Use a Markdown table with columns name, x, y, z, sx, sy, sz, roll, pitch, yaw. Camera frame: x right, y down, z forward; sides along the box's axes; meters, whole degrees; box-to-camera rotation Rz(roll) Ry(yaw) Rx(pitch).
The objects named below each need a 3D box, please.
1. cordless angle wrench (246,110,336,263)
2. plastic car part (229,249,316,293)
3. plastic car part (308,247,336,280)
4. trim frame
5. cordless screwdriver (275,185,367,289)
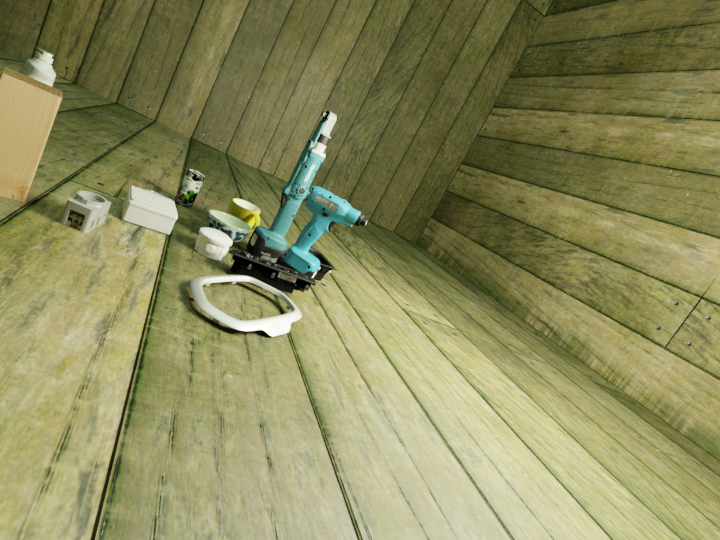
| name | x | y | z | sx | sy | sz | roll | pitch | yaw |
| --- | --- | --- | --- | --- | --- | --- | --- | --- | --- |
| cordless angle wrench | -0.168 | -0.216 | 1.111 | 0.093 | 0.422 | 0.078 | 20 | 14 | -37 |
| plastic car part | -0.205 | 0.007 | 0.950 | 0.199 | 0.067 | 0.068 | 25 | 12 | -11 |
| plastic car part | -0.130 | -0.012 | 1.183 | 0.062 | 0.071 | 0.123 | 20 | 14 | -36 |
| trim frame | -0.213 | 0.061 | 0.800 | 0.192 | 0.027 | 0.238 | 32 | 13 | 22 |
| cordless screwdriver | -0.102 | -0.067 | 1.045 | 0.162 | 0.248 | 0.073 | 30 | 11 | 8 |
